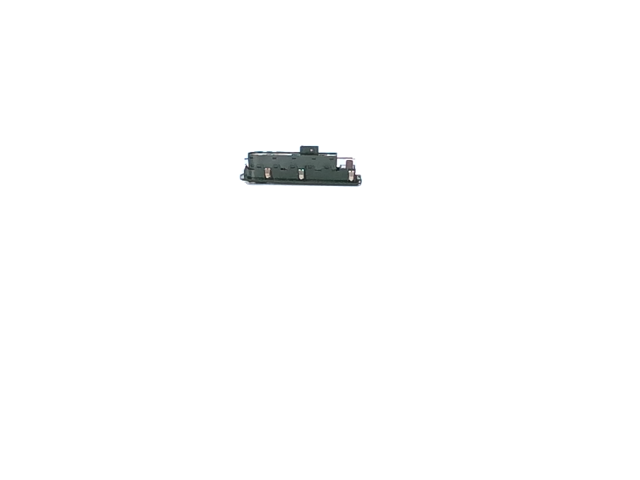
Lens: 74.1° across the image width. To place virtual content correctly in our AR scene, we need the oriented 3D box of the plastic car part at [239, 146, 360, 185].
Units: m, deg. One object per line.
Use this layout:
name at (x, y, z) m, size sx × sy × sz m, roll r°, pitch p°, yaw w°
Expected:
plastic car part at (-0.037, -0.121, 0.704) m, size 0.203 × 0.067 × 0.066 m, roll -3°, pitch 27°, yaw -1°
